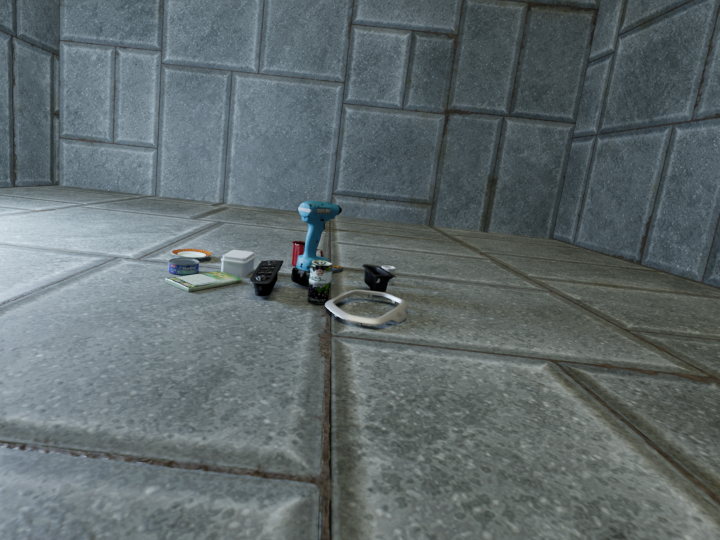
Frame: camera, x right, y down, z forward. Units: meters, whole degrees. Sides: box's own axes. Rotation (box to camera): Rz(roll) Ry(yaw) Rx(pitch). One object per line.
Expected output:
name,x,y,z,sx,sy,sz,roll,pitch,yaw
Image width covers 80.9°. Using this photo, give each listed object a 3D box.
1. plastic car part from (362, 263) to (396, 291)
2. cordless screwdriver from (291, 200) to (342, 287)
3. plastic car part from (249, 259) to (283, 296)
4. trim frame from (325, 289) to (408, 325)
plastic car part,0.045,0.029,1.238,0.064,0.070,0.121,2,12,-22
cordless screwdriver,-0.121,-0.079,1.236,0.078,0.246,0.152,14,13,36
plastic car part,-0.255,0.021,1.138,0.066,0.066,0.205,6,12,-3
trim frame,0.021,0.090,1.051,0.192,0.027,0.240,12,14,26
